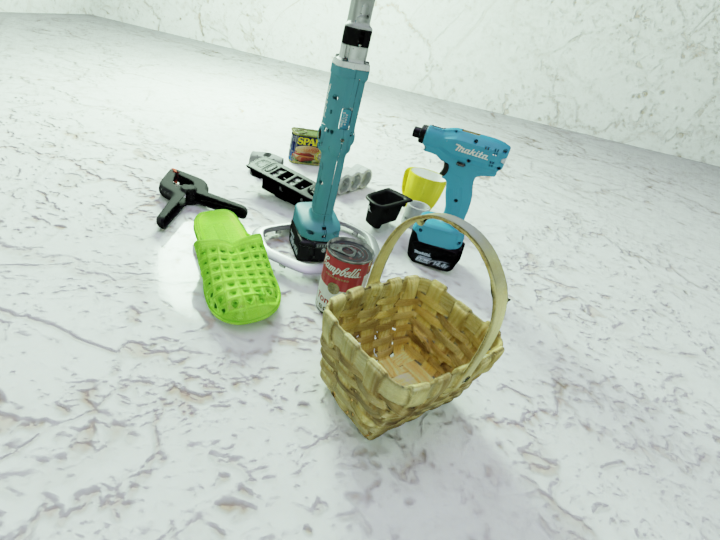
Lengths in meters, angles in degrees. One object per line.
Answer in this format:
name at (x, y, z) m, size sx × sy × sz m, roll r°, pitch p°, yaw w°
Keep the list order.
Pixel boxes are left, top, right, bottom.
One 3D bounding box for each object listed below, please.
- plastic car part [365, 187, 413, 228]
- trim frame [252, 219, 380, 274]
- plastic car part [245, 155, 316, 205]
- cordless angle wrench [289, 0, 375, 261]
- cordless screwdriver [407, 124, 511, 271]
plastic car part at (0.046, -0.124, 0.880) m, size 0.069 × 0.070 × 0.113 m, roll 31°, pitch 35°, yaw 26°
trim frame at (-0.074, -0.049, 0.760) m, size 0.239 × 0.027 × 0.195 m, roll -13°, pitch 40°, yaw -35°
plastic car part at (-0.150, -0.175, 0.897) m, size 0.211 × 0.066 × 0.065 m, roll 26°, pitch 33°, yaw 21°
cordless angle wrench at (-0.039, -0.207, 0.654) m, size 0.072 × 0.416 × 0.103 m, roll 2°, pitch 33°, yaw -22°
cordless screwdriver at (0.142, -0.131, 0.758) m, size 0.164 × 0.244 × 0.073 m, roll 23°, pitch 31°, yaw 14°
